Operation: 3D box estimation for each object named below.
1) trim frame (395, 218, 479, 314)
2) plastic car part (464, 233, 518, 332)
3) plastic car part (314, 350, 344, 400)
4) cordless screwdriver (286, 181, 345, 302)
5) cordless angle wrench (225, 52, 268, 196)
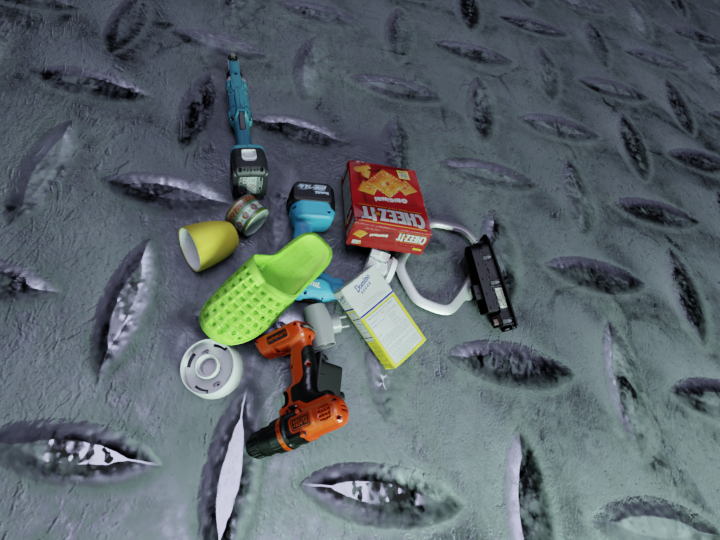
[{"bbox_3d":[0.180,-0.014,0.924,0.187,0.027,0.247,35,58,8],"label":"trim frame"},{"bbox_3d":[0.262,0.026,0.884,0.067,0.065,0.207,-7,72,-2],"label":"plastic car part"},{"bbox_3d":[-0.062,0.208,0.733,0.068,0.067,0.119,14,62,-24],"label":"plastic car part"},{"bbox_3d":[-0.084,-0.055,0.862,0.156,0.074,0.254,7,64,-12],"label":"cordless screwdriver"},{"bbox_3d":[-0.279,-0.357,0.981,0.072,0.097,0.439,-5,59,-18],"label":"cordless angle wrench"}]
